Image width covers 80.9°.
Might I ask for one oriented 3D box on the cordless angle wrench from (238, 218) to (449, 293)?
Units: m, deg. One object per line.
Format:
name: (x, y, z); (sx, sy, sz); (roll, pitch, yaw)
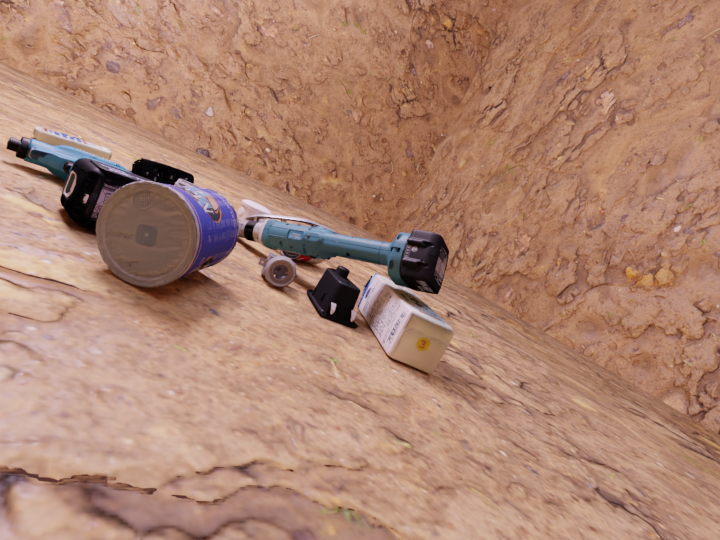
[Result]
cordless angle wrench: (-0.071, -0.047, 0.729); (0.443, 0.075, 0.093); (12, -14, 29)

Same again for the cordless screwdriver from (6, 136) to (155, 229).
cordless screwdriver: (-0.376, -0.125, 0.569); (0.150, 0.074, 0.263); (18, 8, -45)

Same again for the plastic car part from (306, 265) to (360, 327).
plastic car part: (-0.039, 0.029, 0.665); (0.063, 0.071, 0.122); (24, 11, -27)

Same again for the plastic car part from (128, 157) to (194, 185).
plastic car part: (-0.417, -0.185, 0.881); (0.069, 0.066, 0.199); (2, 5, 11)

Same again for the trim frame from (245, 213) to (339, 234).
trim frame: (-0.158, -0.098, 0.997); (0.192, 0.027, 0.237); (6, -3, 27)
